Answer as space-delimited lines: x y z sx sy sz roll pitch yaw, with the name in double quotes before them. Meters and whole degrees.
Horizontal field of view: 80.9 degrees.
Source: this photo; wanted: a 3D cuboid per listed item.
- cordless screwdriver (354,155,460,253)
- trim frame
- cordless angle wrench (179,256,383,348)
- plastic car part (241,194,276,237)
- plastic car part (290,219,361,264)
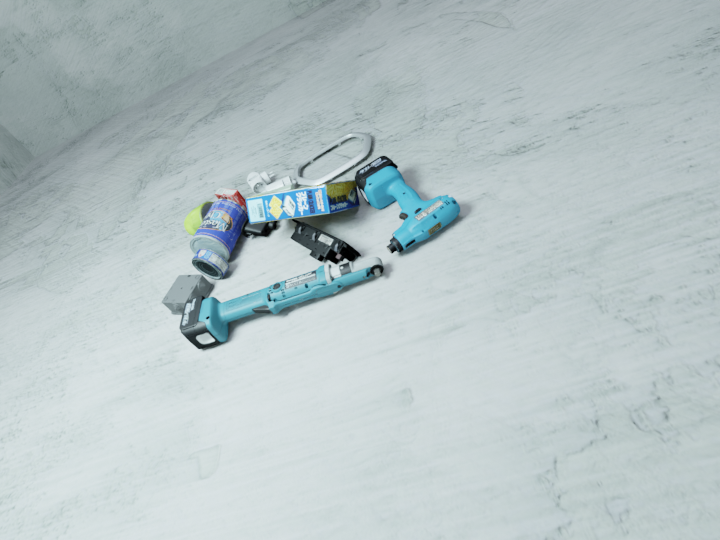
"cordless screwdriver" 0.069 -0.140 0.892 0.158 0.070 0.263 -36 45 -5
"trim frame" -0.079 -0.312 1.182 0.249 0.026 0.194 -34 42 1
"cordless angle wrench" -0.158 0.050 0.847 0.429 0.071 0.101 -18 42 12
"plastic car part" -0.246 -0.126 1.083 0.073 0.063 0.117 10 57 20
"plastic car part" -0.090 -0.059 0.922 0.215 0.062 0.067 33 95 45
